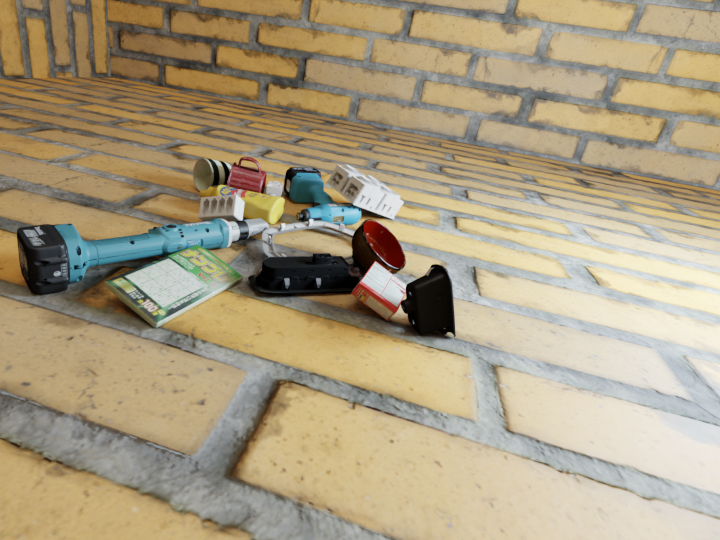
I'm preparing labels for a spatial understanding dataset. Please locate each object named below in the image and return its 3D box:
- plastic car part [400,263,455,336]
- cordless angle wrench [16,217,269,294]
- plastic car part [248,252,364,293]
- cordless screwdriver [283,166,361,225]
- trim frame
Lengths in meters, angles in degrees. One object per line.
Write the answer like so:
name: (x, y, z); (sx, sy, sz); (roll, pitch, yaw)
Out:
plastic car part: (0.096, 0.049, 0.633); (0.070, 0.112, 0.069); (-22, 34, -12)
cordless angle wrench: (-0.333, -0.053, 0.735); (0.103, 0.073, 0.406); (30, 31, 35)
plastic car part: (-0.084, 0.005, 0.709); (0.197, 0.065, 0.070); (-5, 36, -21)
cordless screwdriver: (-0.126, -0.181, 1.054); (0.153, 0.073, 0.263); (-7, 34, -31)
trim frame: (-0.083, -0.054, 0.848); (0.238, 0.027, 0.195); (-12, 40, -41)
